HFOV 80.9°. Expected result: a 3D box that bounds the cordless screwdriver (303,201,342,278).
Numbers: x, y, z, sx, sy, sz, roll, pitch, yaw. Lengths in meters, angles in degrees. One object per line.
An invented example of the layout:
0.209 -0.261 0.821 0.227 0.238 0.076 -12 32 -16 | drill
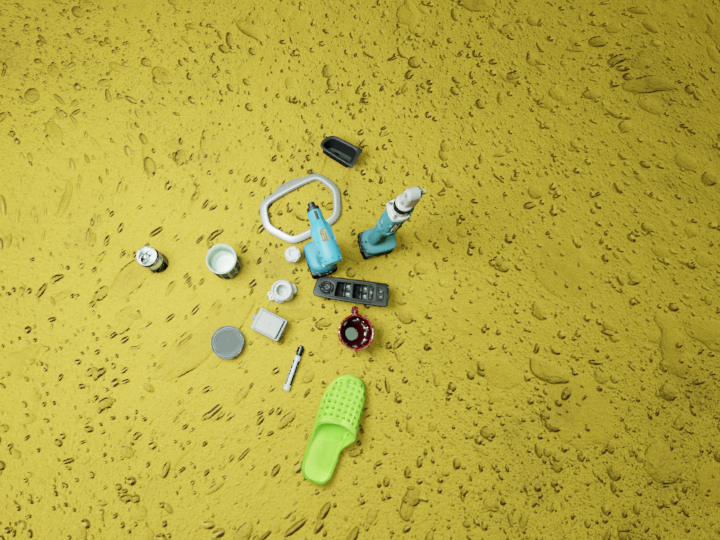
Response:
-0.107 -0.070 1.093 0.073 0.248 0.162 -18 81 -12 | cordless screwdriver

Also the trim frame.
-0.172 -0.185 1.232 0.246 0.027 0.187 -32 80 -11 | trim frame

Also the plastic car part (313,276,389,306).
-0.028 0.058 1.158 0.202 0.066 0.067 8 76 -2 | plastic car part

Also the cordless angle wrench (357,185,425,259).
0.070 -0.113 1.026 0.097 0.421 0.075 -13 81 -11 | cordless angle wrench

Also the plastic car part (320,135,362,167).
-0.063 -0.348 1.258 0.117 0.070 0.066 29 76 2 | plastic car part
